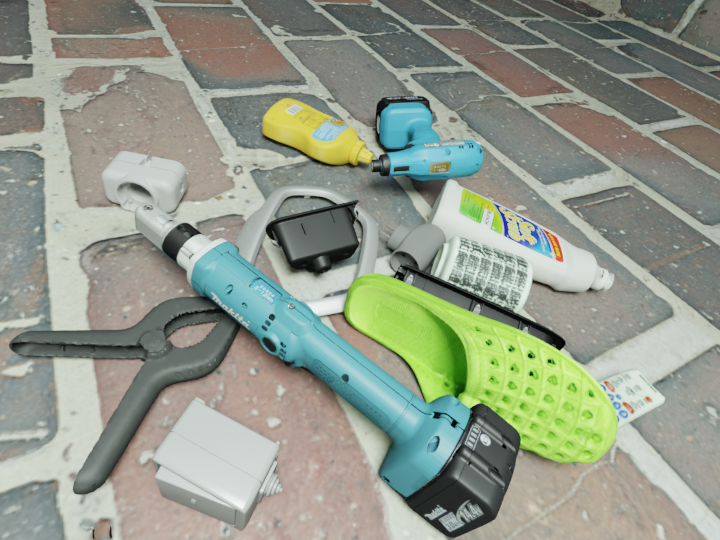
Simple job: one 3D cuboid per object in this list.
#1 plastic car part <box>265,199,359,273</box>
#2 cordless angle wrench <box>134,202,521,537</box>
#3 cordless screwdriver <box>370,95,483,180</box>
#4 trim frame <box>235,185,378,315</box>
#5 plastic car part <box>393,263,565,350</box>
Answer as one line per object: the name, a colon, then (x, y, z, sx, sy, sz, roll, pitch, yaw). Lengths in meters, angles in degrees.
plastic car part: (-0.050, -0.033, 0.511, 0.113, 0.065, 0.073, -18, 68, -24)
cordless angle wrench: (-0.068, 0.056, 0.399, 0.436, 0.097, 0.073, 36, 45, 15)
cordless screwdriver: (0.073, -0.217, 0.694, 0.158, 0.072, 0.259, -7, 37, -8)
trim frame: (-0.069, -0.035, 0.559, 0.184, 0.027, 0.253, 13, 47, -1)
plastic car part: (0.128, 0.062, 0.482, 0.206, 0.065, 0.067, 21, 55, 7)
